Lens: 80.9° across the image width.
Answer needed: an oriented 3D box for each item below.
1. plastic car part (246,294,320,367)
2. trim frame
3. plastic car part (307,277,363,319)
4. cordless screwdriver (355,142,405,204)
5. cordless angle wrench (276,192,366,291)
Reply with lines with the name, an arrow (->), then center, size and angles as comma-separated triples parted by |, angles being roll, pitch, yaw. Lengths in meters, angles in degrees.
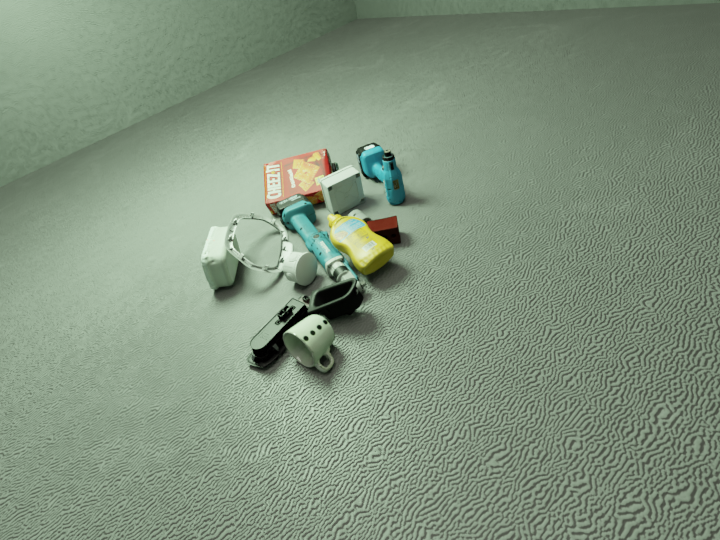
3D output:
plastic car part -> -0.164, 0.120, 0.902 | 0.070, 0.064, 0.201 | 22, 56, 29
trim frame -> -0.267, -0.082, 1.131 | 0.179, 0.027, 0.257 | 21, 32, -18
plastic car part -> -0.044, 0.069, 0.903 | 0.120, 0.067, 0.067 | -19, 37, 24
cordless screwdriver -> 0.056, -0.313, 1.240 | 0.074, 0.152, 0.261 | -20, 37, -6
cordless angle wrench -> -0.107, -0.070, 1.092 | 0.097, 0.071, 0.447 | -27, 42, -12
